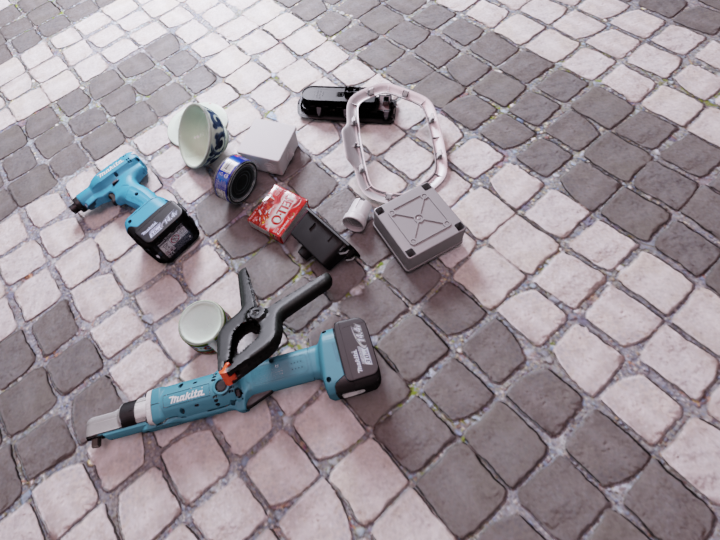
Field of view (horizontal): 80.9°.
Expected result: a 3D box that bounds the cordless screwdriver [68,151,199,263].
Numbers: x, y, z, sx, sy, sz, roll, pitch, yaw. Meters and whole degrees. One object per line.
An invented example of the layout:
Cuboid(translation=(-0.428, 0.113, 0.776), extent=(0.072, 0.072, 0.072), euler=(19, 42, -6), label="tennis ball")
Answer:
Cuboid(translation=(-0.418, -0.106, 0.768), extent=(0.158, 0.071, 0.261), euler=(-43, 62, -14), label="cordless screwdriver")

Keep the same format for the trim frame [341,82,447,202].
Cuboid(translation=(0.060, -0.235, 0.765), extent=(0.184, 0.027, 0.253), euler=(-7, 76, -2), label="trim frame")

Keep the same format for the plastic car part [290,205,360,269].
Cuboid(translation=(-0.068, -0.045, 0.699), extent=(0.122, 0.063, 0.071), euler=(39, 87, 26), label="plastic car part")

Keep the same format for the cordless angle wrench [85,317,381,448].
Cuboid(translation=(-0.185, 0.169, 0.597), extent=(0.424, 0.071, 0.101), euler=(-16, 62, 2), label="cordless angle wrench")

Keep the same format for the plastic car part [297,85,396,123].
Cuboid(translation=(-0.033, -0.333, 0.840), extent=(0.207, 0.064, 0.067), euler=(5, 71, 12), label="plastic car part")
